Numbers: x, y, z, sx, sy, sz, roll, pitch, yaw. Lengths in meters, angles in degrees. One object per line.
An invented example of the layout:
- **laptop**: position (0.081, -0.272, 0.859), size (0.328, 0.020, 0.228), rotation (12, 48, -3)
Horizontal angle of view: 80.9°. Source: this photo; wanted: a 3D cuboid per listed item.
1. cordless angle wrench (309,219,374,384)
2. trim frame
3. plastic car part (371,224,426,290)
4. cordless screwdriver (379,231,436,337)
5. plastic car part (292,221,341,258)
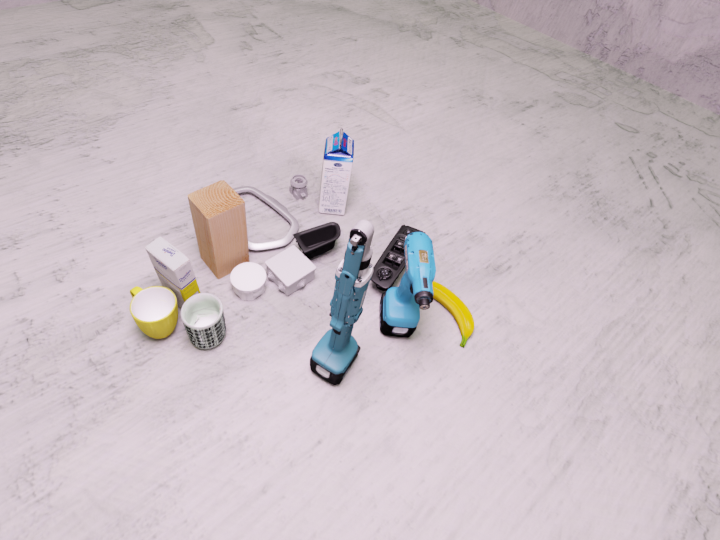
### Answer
- **cordless angle wrench**: position (-0.025, 0.065, 0.722), size (0.076, 0.413, 0.097), rotation (29, 53, 12)
- **trim frame**: position (-0.278, -0.141, 1.116), size (0.259, 0.027, 0.181), rotation (35, 56, 22)
- **plastic car part**: position (0.085, -0.025, 1.030), size (0.068, 0.065, 0.202), rotation (27, 53, 14)
- **cordless screwdriver**: position (0.096, 0.059, 0.848), size (0.074, 0.243, 0.164), rotation (6, 51, -6)
- **plastic car part**: position (-0.102, -0.067, 1.045), size (0.114, 0.069, 0.069), rotation (-20, 57, -22)
